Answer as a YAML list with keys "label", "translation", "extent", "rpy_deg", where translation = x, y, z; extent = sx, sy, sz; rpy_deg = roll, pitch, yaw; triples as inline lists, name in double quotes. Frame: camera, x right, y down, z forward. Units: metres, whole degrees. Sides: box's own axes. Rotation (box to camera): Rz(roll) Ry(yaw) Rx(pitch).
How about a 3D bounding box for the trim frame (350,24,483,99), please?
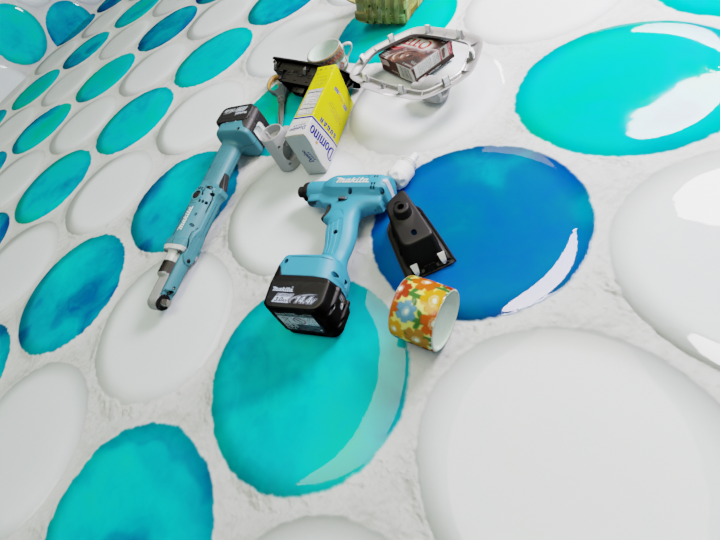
- label: "trim frame"
  translation: [0.086, -0.355, 0.715]
  extent: [0.183, 0.026, 0.263]
  rpy_deg: [-43, 49, -6]

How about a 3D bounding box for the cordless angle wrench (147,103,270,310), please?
- label: "cordless angle wrench"
  translation: [-0.279, -0.124, 0.768]
  extent: [0.102, 0.070, 0.428]
  rpy_deg: [2, 61, 28]

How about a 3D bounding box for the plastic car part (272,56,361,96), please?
- label: "plastic car part"
  translation: [-0.097, -0.381, 0.848]
  extent: [0.213, 0.063, 0.067]
  rpy_deg: [20, 78, 29]

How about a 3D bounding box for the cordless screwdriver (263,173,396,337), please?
- label: "cordless screwdriver"
  translation: [-0.058, -0.038, 0.593]
  extent: [0.166, 0.070, 0.251]
  rpy_deg: [5, 57, 29]

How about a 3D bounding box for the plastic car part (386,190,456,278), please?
- label: "plastic car part"
  translation: [0.063, -0.055, 0.544]
  extent: [0.066, 0.067, 0.122]
  rpy_deg: [-26, 53, 6]
